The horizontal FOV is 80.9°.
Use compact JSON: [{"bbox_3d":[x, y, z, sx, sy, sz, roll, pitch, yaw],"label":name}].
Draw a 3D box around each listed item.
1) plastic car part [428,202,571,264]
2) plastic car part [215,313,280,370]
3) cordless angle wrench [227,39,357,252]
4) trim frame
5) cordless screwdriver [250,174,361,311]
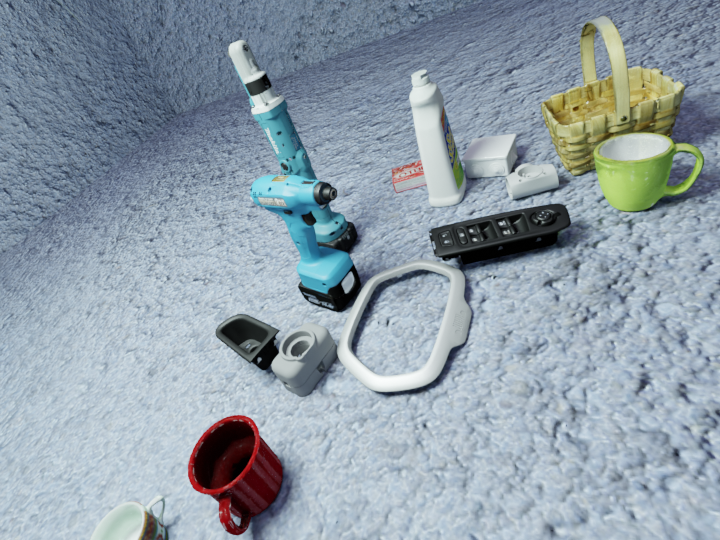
[{"bbox_3d":[0.217,-0.049,0.655,0.207,0.064,0.068,-16,35,15],"label":"plastic car part"},{"bbox_3d":[-0.175,0.120,0.684,0.123,0.068,0.065,15,51,43],"label":"plastic car part"},{"bbox_3d":[-0.122,-0.201,0.765,0.103,0.404,0.074,8,45,40],"label":"cordless angle wrench"},{"bbox_3d":[0.066,0.072,0.630,0.192,0.026,0.249,-2,42,31],"label":"trim frame"},{"bbox_3d":[-0.066,-0.043,0.675,0.168,0.238,0.074,10,46,41],"label":"cordless screwdriver"}]
